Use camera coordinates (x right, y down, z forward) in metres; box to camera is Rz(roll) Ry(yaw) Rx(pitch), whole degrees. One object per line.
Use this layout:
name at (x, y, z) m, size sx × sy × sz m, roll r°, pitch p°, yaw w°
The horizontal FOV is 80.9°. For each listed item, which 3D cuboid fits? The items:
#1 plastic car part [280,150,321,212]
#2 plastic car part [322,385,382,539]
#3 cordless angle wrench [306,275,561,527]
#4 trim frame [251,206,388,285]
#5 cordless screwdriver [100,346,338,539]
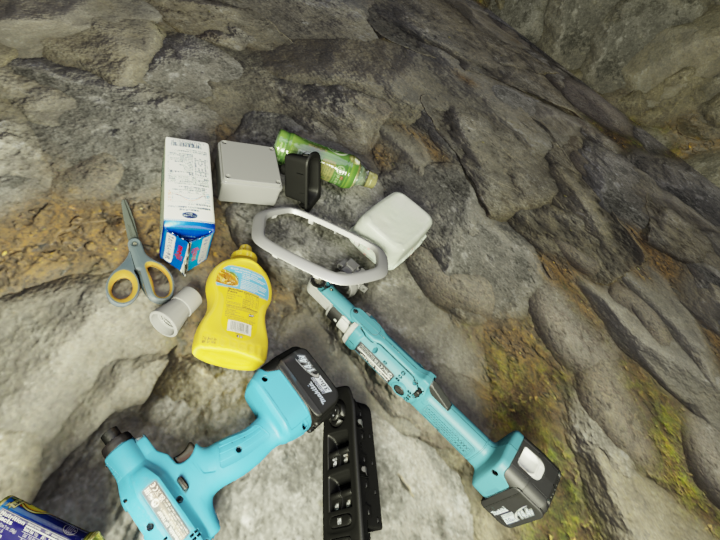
plastic car part at (-0.115, -0.177, 0.793) m, size 0.073 × 0.113 × 0.066 m, roll 15°, pitch 43°, yaw 16°
plastic car part at (-0.008, 0.241, 0.514) m, size 0.064 × 0.067 × 0.210 m, roll 15°, pitch 46°, yaw -29°
cordless angle wrench at (0.072, 0.157, 0.611) m, size 0.438 × 0.097 × 0.072 m, roll 42°, pitch 46°, yaw 18°
trim frame at (-0.070, -0.046, 0.713) m, size 0.256 × 0.027 × 0.182 m, roll 23°, pitch 34°, yaw 14°
cordless screwdriver at (-0.154, 0.181, 0.491) m, size 0.164 × 0.074 × 0.244 m, roll 43°, pitch 52°, yaw 13°
